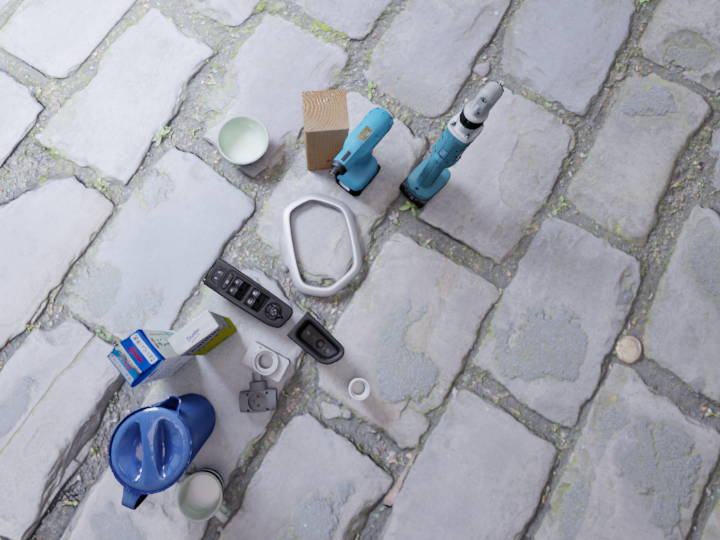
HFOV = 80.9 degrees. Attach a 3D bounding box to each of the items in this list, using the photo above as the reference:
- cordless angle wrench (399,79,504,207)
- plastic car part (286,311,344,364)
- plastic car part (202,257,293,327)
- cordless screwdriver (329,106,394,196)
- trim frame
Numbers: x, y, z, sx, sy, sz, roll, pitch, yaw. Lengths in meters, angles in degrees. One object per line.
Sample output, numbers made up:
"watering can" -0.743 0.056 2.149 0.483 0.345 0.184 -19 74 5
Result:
"cordless angle wrench" 0.166 -0.227 0.808 0.097 0.420 0.075 -43 88 -10
"plastic car part" -0.091 0.153 0.905 0.118 0.070 0.066 41 80 6
"plastic car part" -0.242 0.056 0.926 0.205 0.066 0.066 32 80 5
"cordless screwdriver" -0.013 -0.223 0.894 0.075 0.247 0.159 39 80 1
"trim frame" -0.095 -0.062 0.971 0.183 0.027 0.252 -12 79 -3
